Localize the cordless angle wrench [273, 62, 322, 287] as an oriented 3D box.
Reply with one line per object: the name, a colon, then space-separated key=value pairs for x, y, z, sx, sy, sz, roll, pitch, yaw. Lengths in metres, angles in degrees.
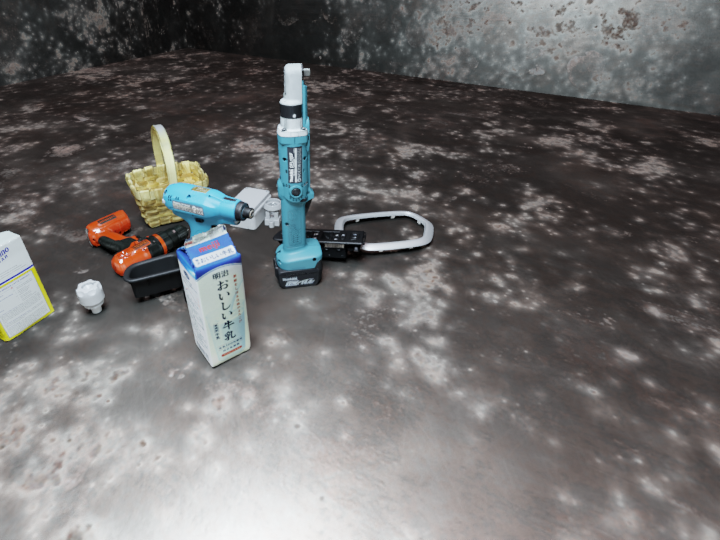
cordless angle wrench: x=-0.120 y=-0.154 z=0.776 sx=0.096 sy=0.411 sz=0.078 roll=-4 pitch=36 yaw=-12

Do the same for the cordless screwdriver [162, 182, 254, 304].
cordless screwdriver: x=-0.253 y=-0.031 z=0.750 sx=0.164 sy=0.242 sz=0.074 roll=15 pitch=37 yaw=16

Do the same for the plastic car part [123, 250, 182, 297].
plastic car part: x=-0.399 y=0.017 z=0.829 sx=0.113 sy=0.069 sz=0.070 roll=-21 pitch=42 yaw=-28

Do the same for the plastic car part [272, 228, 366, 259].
plastic car part: x=-0.092 y=-0.060 z=0.939 sx=0.206 sy=0.065 sz=0.067 roll=7 pitch=36 yaw=8

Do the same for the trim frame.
trim frame: x=0.058 y=-0.101 z=1.028 sx=0.244 sy=0.027 sz=0.193 roll=-9 pitch=38 yaw=-13
